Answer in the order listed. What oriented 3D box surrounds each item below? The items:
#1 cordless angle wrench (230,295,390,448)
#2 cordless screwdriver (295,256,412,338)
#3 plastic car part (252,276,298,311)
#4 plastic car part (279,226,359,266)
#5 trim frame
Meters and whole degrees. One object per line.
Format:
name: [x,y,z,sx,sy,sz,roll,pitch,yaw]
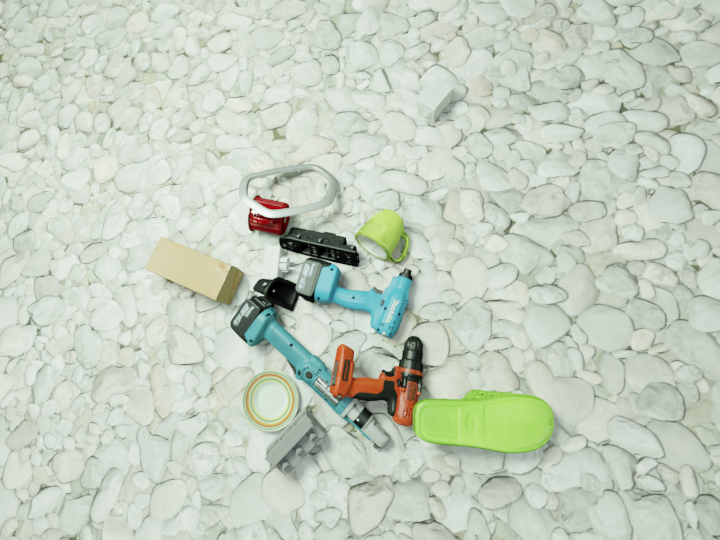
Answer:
cordless angle wrench: [-0.106,0.222,0.927,0.435,0.072,0.098,39,102,15]
cordless screwdriver: [-0.013,0.034,0.962,0.255,0.072,0.160,21,79,12]
plastic car part: [-0.202,0.045,0.983,0.075,0.110,0.066,10,77,35]
plastic car part: [-0.099,-0.065,1.011,0.208,0.064,0.068,9,68,13]
trim frame: [-0.173,-0.200,1.032,0.243,0.027,0.193,-17,55,-17]
